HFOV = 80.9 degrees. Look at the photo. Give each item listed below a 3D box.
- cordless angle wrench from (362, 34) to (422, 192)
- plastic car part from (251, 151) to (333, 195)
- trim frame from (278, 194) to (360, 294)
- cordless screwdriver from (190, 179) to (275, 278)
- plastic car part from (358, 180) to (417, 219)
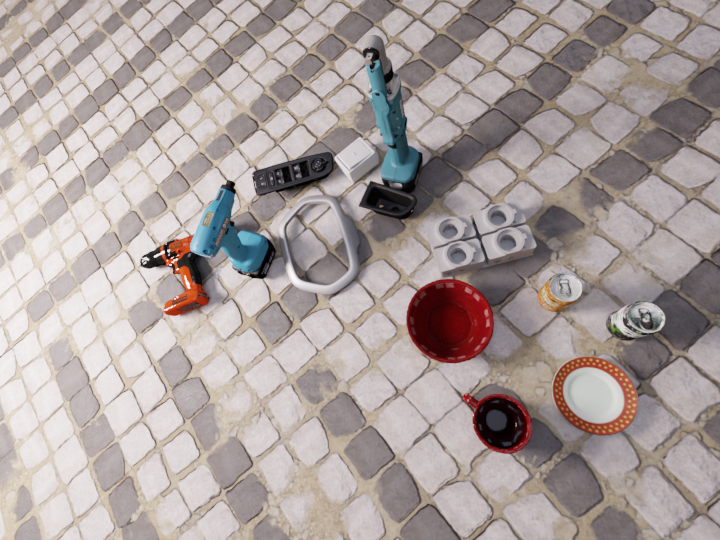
[{"bbox_3d":[0.059,-0.277,0.797,0.077,0.406,0.098,14,78,16],"label":"cordless angle wrench"},{"bbox_3d":[-0.158,-0.230,1.033,0.206,0.064,0.068,-16,70,11],"label":"plastic car part"},{"bbox_3d":[-0.096,-0.063,0.980,0.186,0.026,0.256,-21,68,9],"label":"trim frame"},{"bbox_3d":[-0.263,-0.079,0.919,0.077,0.239,0.160,15,78,16],"label":"cordless screwdriver"},{"bbox_3d":[0.067,-0.143,0.935,0.121,0.068,0.066,22,80,21],"label":"plastic car part"}]
